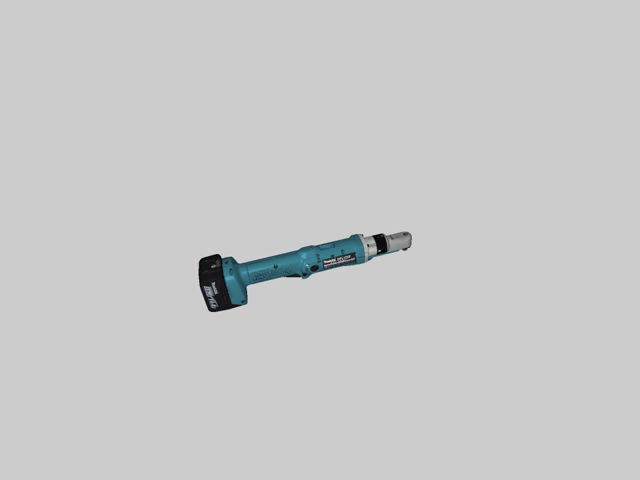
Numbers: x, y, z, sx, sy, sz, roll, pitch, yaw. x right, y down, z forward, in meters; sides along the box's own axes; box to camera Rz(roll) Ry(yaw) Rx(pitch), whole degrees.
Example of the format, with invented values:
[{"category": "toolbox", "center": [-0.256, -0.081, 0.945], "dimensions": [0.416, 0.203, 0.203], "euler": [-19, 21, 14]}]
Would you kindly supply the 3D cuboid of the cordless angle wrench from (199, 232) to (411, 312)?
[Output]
[{"category": "cordless angle wrench", "center": [-0.019, 0.042, 0.835], "dimensions": [0.423, 0.098, 0.074], "euler": [-13, 38, -8]}]
